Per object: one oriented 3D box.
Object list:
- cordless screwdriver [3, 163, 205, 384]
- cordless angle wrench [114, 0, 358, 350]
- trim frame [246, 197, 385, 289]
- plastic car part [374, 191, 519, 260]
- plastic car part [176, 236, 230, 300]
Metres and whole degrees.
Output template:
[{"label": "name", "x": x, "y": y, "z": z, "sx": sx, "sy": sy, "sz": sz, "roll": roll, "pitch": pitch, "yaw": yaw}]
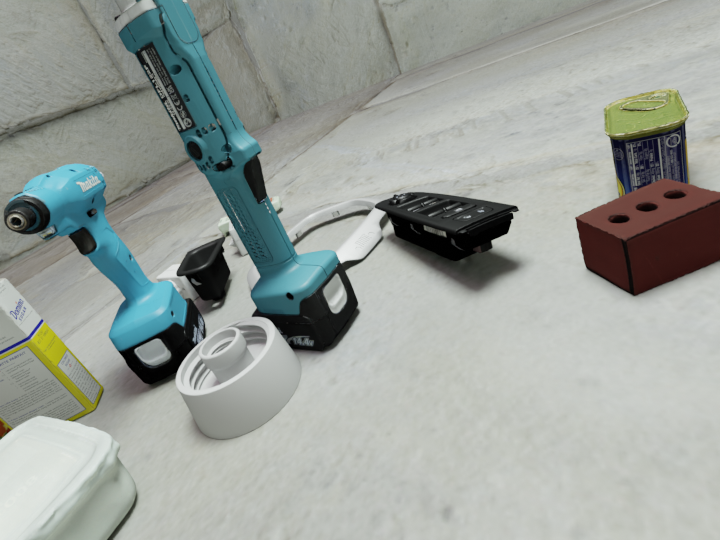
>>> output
[{"label": "cordless screwdriver", "x": -0.257, "y": 0.012, "z": 0.443, "sx": 0.074, "sy": 0.240, "sz": 0.165, "roll": -26, "pitch": 24, "yaw": -4}, {"label": "cordless angle wrench", "x": -0.124, "y": -0.114, "z": 0.369, "sx": 0.102, "sy": 0.408, "sz": 0.073, "roll": -5, "pitch": 29, "yaw": 38}, {"label": "trim frame", "x": -0.059, "y": -0.039, "z": 0.605, "sx": 0.193, "sy": 0.026, "sz": 0.246, "roll": -1, "pitch": 35, "yaw": 40}, {"label": "plastic car part", "x": 0.083, "y": -0.052, "z": 0.466, "sx": 0.066, "sy": 0.064, "sz": 0.212, "roll": -30, "pitch": 26, "yaw": -11}, {"label": "plastic car part", "x": -0.219, "y": 0.007, "z": 0.613, "sx": 0.066, "sy": 0.068, "sz": 0.120, "roll": -24, "pitch": 25, "yaw": 1}]
